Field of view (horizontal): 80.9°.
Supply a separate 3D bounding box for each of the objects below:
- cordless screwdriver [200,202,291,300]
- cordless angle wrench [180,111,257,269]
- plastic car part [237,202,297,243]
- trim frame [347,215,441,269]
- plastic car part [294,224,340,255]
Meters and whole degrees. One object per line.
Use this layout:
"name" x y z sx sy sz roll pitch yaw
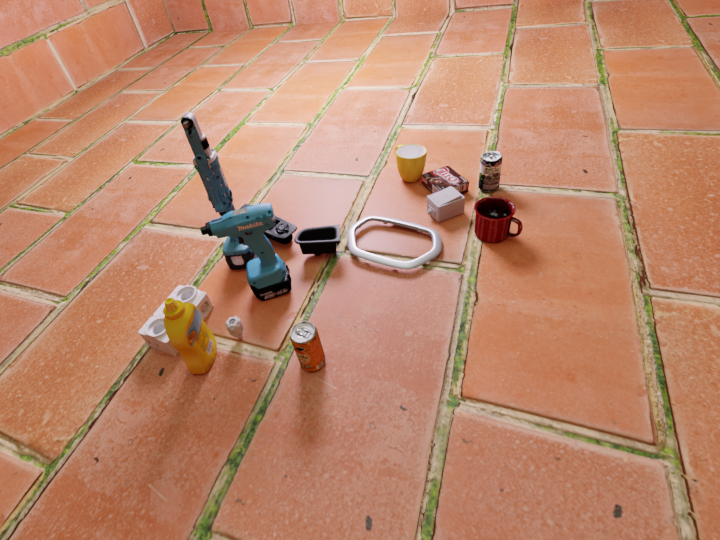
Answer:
"cordless screwdriver" -0.251 -0.036 0.966 0.158 0.239 0.078 -14 44 -4
"cordless angle wrench" -0.335 -0.177 1.008 0.075 0.406 0.101 -5 44 4
"plastic car part" -0.264 -0.121 1.182 0.213 0.064 0.066 21 52 30
"trim frame" 0.082 -0.077 1.082 0.260 0.026 0.184 14 50 25
"plastic car part" -0.106 -0.070 1.089 0.118 0.068 0.068 -7 44 6
